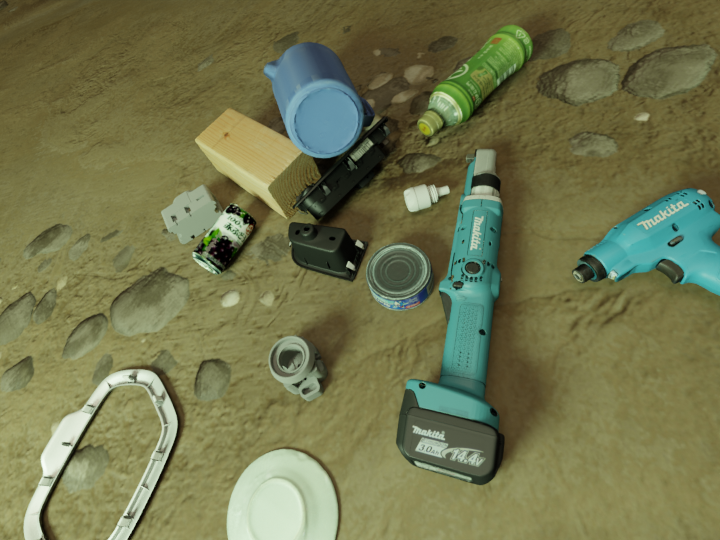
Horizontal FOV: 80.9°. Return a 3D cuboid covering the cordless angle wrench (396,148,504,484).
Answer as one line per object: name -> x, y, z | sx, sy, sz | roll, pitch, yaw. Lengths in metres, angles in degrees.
cordless angle wrench -> 0.132, 0.011, 0.505 | 0.101, 0.071, 0.428 | 5, 60, 20

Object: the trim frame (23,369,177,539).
trim frame -> -0.339, 0.250, 0.549 | 0.192, 0.026, 0.250 | 10, 66, 25

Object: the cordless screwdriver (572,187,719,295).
cordless screwdriver -> 0.357, 0.034, 0.410 | 0.159, 0.070, 0.262 | -32, 52, -2

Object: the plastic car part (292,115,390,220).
plastic car part -> -0.024, -0.150, 0.659 | 0.202, 0.065, 0.068 | -42, 17, -11

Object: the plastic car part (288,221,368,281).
plastic car part -> -0.058, -0.038, 0.598 | 0.121, 0.068, 0.066 | 14, 64, 22
